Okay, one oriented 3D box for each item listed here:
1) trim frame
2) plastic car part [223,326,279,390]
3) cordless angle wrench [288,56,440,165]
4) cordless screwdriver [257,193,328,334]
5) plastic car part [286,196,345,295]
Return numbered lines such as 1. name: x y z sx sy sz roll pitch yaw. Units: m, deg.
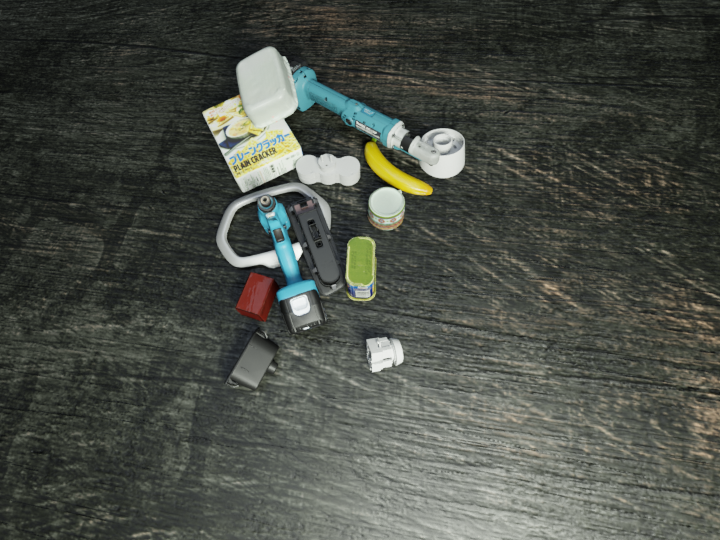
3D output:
1. trim frame: -0.183 -0.095 0.892 0.247 0.027 0.191 -18 65 -3
2. plastic car part: -0.187 0.169 0.764 0.071 0.066 0.116 31 69 -1
3. cordless angle wrench: -0.011 -0.342 0.928 0.440 0.094 0.074 35 71 22
4. cordless screwdriver: -0.132 -0.013 0.766 0.074 0.157 0.254 -19 78 -5
5. plastic car part: -0.081 -0.053 0.828 0.065 0.067 0.206 -18 81 -14
